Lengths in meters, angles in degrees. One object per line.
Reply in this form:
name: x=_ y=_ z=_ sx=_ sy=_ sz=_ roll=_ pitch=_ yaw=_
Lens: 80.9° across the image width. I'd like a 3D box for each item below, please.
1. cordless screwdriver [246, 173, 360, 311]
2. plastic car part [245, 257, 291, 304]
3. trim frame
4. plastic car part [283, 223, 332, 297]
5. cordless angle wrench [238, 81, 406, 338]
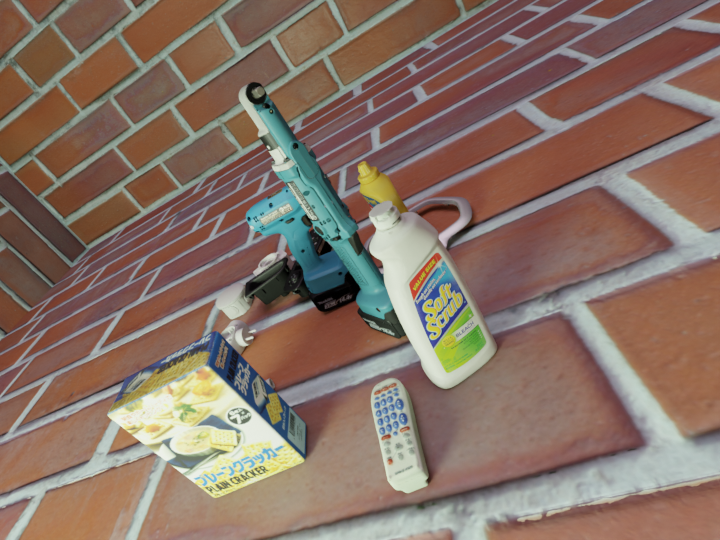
cordless screwdriver: x=-0.075 y=-0.049 z=0.771 sx=0.161 sy=0.238 sz=0.076 roll=-27 pitch=27 yaw=14
plastic car part: x=-0.192 y=0.033 z=0.941 sx=0.117 sy=0.068 sz=0.068 roll=-31 pitch=28 yaw=6
trim frame: x=0.102 y=-0.068 z=0.833 sx=0.249 sy=0.026 sz=0.192 roll=-33 pitch=30 yaw=4
plastic car part: x=-0.109 y=-0.017 z=0.933 sx=0.069 sy=0.064 sz=0.204 roll=-13 pitch=36 yaw=34
cordless angle wrench: x=-0.039 y=-0.073 z=0.602 sx=0.074 sy=0.405 sz=0.103 roll=-46 pitch=29 yaw=-22
